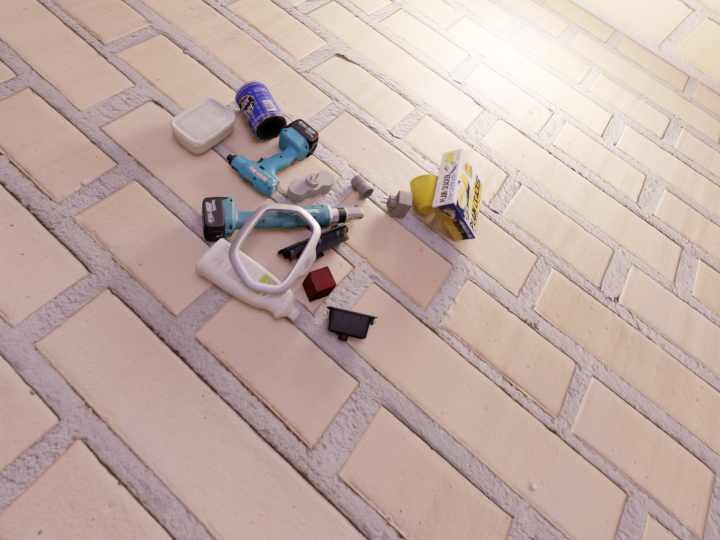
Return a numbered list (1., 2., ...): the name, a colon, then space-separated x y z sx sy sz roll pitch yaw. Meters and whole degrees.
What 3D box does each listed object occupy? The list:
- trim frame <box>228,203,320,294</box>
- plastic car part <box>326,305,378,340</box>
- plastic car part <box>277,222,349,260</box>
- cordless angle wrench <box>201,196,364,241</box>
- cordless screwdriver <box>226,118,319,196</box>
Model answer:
1. trim frame: -0.193 -0.056 0.980 0.184 0.027 0.249 27 58 0
2. plastic car part: -0.027 0.128 0.979 0.115 0.066 0.072 10 74 -6
3. plastic car part: -0.104 -0.068 1.065 0.199 0.067 0.067 -30 89 -26
4. cordless angle wrench: -0.184 -0.138 1.081 0.411 0.074 0.101 -5 64 -20
5. cordless screwdriver: -0.239 -0.328 1.172 0.161 0.074 0.247 36 63 6
